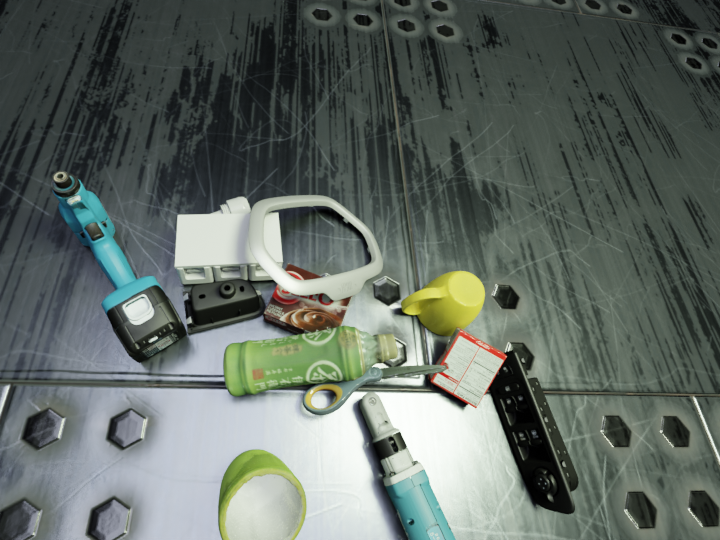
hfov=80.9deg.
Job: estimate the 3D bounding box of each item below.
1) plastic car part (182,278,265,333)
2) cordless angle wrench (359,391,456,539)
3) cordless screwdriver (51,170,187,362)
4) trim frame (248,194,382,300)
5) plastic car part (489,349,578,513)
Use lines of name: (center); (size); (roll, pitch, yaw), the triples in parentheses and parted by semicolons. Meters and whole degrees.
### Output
plastic car part: (-0.196, 0.040, 0.604); (0.114, 0.070, 0.068); (-12, 67, -13)
cordless angle wrench: (0.098, 0.345, 0.482); (0.073, 0.096, 0.440); (-19, 64, -17)
cordless screwdriver: (-0.326, -0.008, 0.559); (0.073, 0.158, 0.256); (-31, 74, -24)
trim frame: (-0.063, -0.041, 0.641); (0.238, 0.028, 0.190); (-13, 63, -47)
plastic car part: (0.240, 0.219, 0.589); (0.064, 0.067, 0.209); (10, 56, -36)
